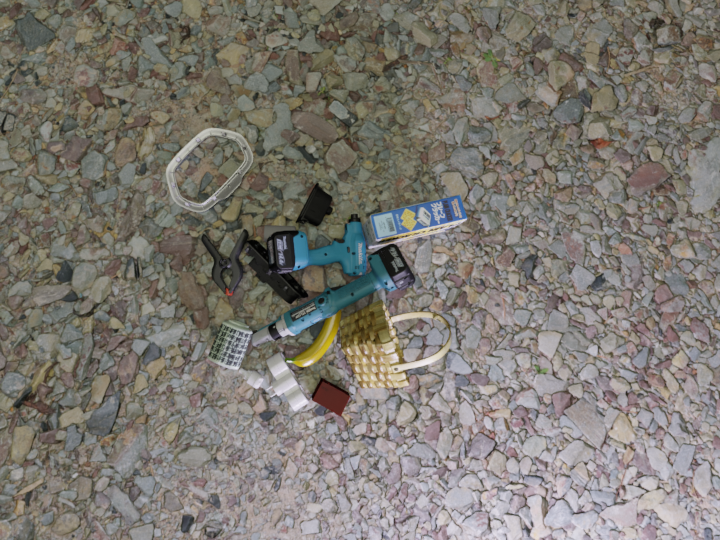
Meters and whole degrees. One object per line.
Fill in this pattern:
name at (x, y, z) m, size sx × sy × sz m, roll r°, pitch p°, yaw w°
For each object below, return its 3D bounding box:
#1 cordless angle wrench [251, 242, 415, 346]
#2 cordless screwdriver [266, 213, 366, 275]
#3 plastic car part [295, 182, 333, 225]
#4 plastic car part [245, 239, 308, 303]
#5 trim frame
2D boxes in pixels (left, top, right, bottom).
cordless angle wrench at (-0.081, 0.079, 1.002) m, size 0.427 × 0.070 × 0.102 m, roll -28°, pitch 53°, yaw 10°
cordless screwdriver at (-0.101, -0.066, 1.032) m, size 0.240 × 0.076 × 0.161 m, roll 1°, pitch 81°, yaw -23°
plastic car part at (-0.109, -0.161, 1.086) m, size 0.069 × 0.067 × 0.116 m, roll 31°, pitch 79°, yaw -14°
plastic car part at (-0.217, 0.010, 1.054) m, size 0.205 × 0.065 × 0.067 m, roll 41°, pitch 92°, yaw 5°
trim frame at (-0.398, -0.268, 1.112) m, size 0.186 × 0.027 × 0.248 m, roll 42°, pitch 82°, yaw 4°
